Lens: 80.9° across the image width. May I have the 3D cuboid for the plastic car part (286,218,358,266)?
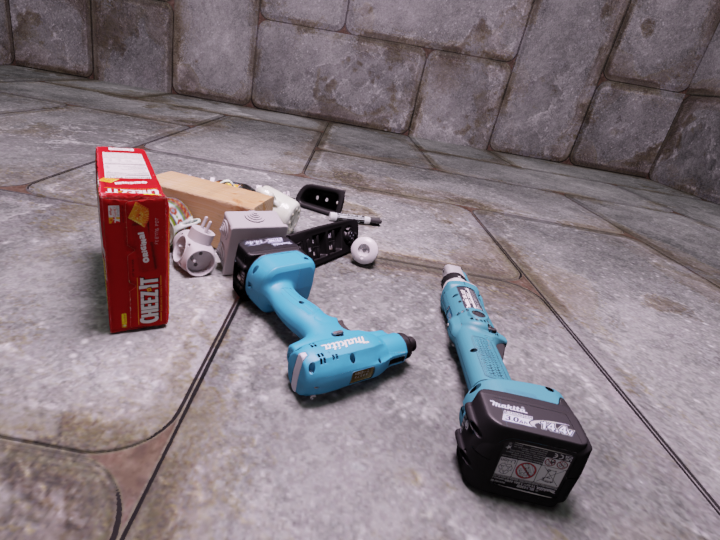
[{"bbox_3d":[-0.073,-0.048,0.746,0.070,0.065,0.196,-3,13,40],"label":"plastic car part"}]

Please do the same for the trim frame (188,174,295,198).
[{"bbox_3d":[-0.265,-0.182,0.933,0.247,0.027,0.186,11,7,-4],"label":"trim frame"}]

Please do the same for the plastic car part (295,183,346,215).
[{"bbox_3d":[-0.085,-0.167,0.998,0.121,0.065,0.068,17,9,22],"label":"plastic car part"}]

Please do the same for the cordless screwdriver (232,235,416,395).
[{"bbox_3d":[-0.057,0.044,0.536,0.153,0.073,0.263,-7,33,-34],"label":"cordless screwdriver"}]

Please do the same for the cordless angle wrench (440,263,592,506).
[{"bbox_3d":[0.146,0.080,0.541,0.098,0.073,0.428,11,22,-1],"label":"cordless angle wrench"}]
